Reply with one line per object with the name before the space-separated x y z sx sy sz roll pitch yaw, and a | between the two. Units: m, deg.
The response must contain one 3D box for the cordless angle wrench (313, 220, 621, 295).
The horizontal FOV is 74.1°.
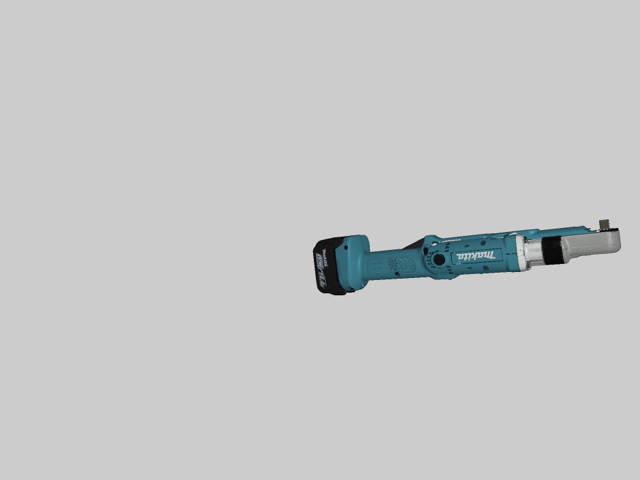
cordless angle wrench | 0.181 0.025 0.620 0.424 0.098 0.074 -7 -1 36
